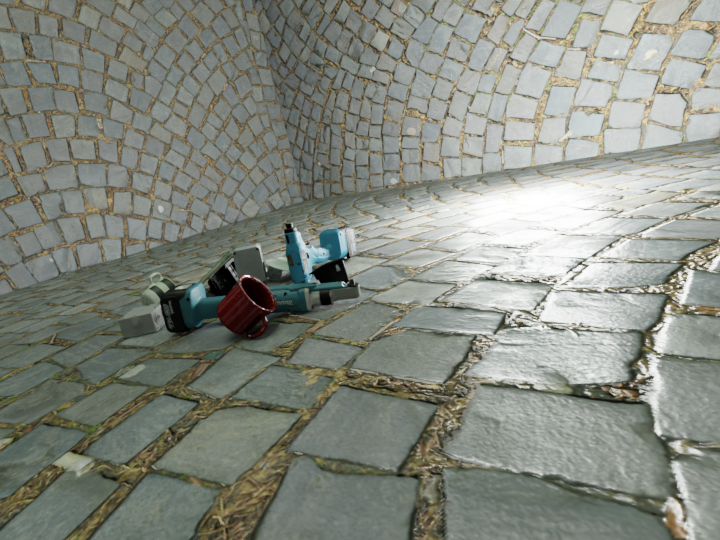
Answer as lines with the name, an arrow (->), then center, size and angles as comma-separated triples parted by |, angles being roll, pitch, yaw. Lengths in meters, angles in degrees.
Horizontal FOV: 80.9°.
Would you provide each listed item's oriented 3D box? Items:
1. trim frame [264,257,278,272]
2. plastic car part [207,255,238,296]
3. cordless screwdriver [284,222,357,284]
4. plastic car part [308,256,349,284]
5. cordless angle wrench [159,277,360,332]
trim frame -> -0.345, 0.001, 1.340 | 0.246, 0.027, 0.189 | -14, 14, -7
plastic car part -> -0.387, 0.015, 1.219 | 0.068, 0.065, 0.204 | -31, 17, 23
cordless screwdriver -> -0.113, -0.074, 1.157 | 0.078, 0.157, 0.241 | -4, 14, 37
plastic car part -> -0.060, 0.017, 0.941 | 0.064, 0.071, 0.119 | -19, -1, -24
cordless angle wrench -> -0.210, 0.064, 0.892 | 0.431, 0.096, 0.074 | -6, 13, 12
